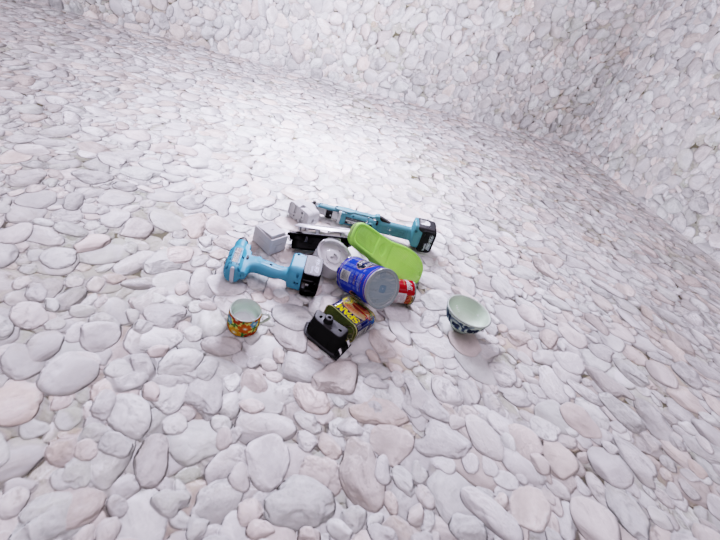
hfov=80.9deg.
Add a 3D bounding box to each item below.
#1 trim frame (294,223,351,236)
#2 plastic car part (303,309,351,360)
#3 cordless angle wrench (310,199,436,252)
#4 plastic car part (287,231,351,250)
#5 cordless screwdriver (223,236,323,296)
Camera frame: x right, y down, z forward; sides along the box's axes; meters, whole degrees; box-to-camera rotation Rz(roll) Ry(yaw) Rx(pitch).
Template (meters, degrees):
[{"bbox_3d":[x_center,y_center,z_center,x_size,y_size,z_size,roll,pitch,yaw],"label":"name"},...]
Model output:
[{"bbox_3d":[-0.082,-0.119,1.266,0.237,0.027,0.194,-2,12,-45],"label":"trim frame"},{"bbox_3d":[-0.075,0.136,0.972,0.120,0.070,0.064,36,37,17],"label":"plastic car part"},{"bbox_3d":[0.035,-0.160,1.406,0.424,0.096,0.075,14,36,2],"label":"cordless angle wrench"},{"bbox_3d":[-0.122,-0.080,1.246,0.197,0.067,0.068,10,0,-17],"label":"plastic car part"},{"bbox_3d":[-0.224,-0.019,1.113,0.247,0.073,0.164,10,36,-6],"label":"cordless screwdriver"}]
